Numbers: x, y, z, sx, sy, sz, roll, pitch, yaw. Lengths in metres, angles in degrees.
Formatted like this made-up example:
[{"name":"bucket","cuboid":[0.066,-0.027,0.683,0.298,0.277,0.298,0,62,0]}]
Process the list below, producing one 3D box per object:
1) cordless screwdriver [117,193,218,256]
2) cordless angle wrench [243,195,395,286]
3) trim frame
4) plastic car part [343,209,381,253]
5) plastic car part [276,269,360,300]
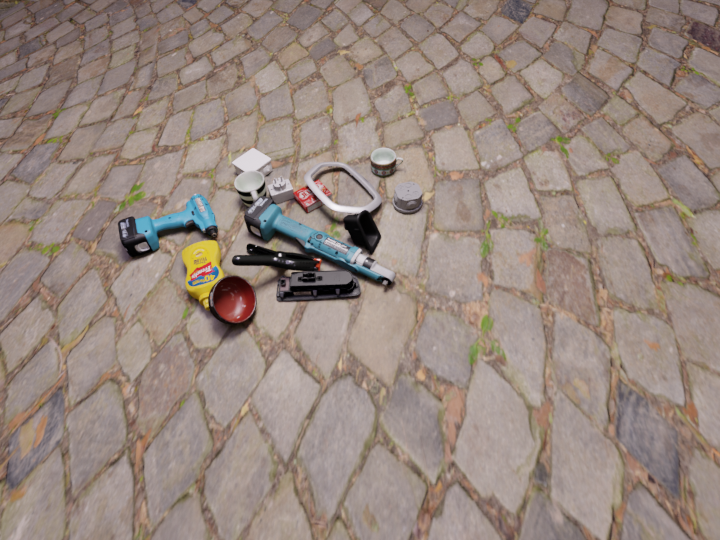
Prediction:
[{"name":"cordless screwdriver","cuboid":[-0.519,-0.111,1.154,0.244,0.072,0.167,-25,55,-16]},{"name":"cordless angle wrench","cuboid":[-0.105,-0.069,1.073,0.440,0.072,0.097,25,60,21]},{"name":"trim frame","cuboid":[-0.050,-0.236,1.192,0.179,0.027,0.262,-22,51,-26]},{"name":"plastic car part","cuboid":[-0.004,-0.106,1.069,0.074,0.111,0.066,3,49,36]},{"name":"plastic car part","cuboid":[-0.101,0.028,1.006,0.204,0.065,0.068,0,46,3]}]
